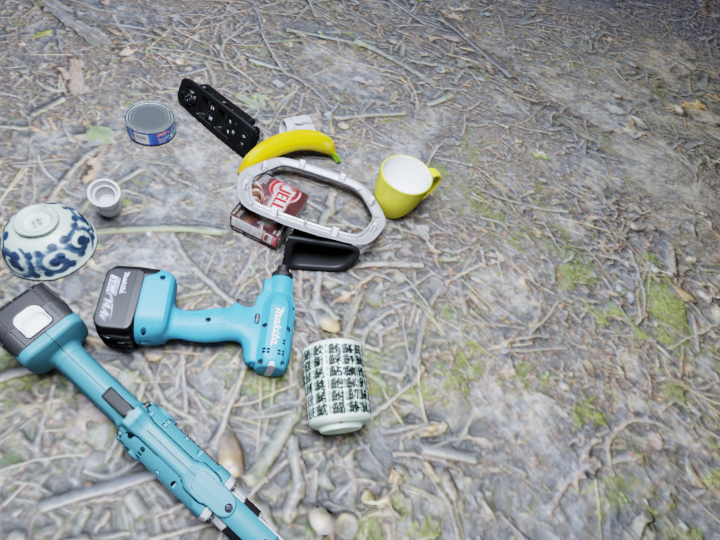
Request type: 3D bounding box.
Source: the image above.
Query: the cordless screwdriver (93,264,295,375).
[{"bbox_3d":[-0.211,0.044,0.574,0.244,0.074,0.163,11,56,-10],"label":"cordless screwdriver"}]

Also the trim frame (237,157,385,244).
[{"bbox_3d":[-0.076,-0.118,0.683,0.247,0.027,0.187,19,45,-4],"label":"trim frame"}]

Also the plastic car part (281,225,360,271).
[{"bbox_3d":[-0.066,-0.043,0.671,0.114,0.065,0.074,4,44,-16],"label":"plastic car part"}]

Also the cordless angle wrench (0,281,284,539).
[{"bbox_3d":[-0.240,0.181,0.476,0.430,0.097,0.073,38,57,8],"label":"cordless angle wrench"}]

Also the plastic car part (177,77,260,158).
[{"bbox_3d":[-0.258,-0.294,0.787,0.208,0.066,0.066,37,48,12],"label":"plastic car part"}]
